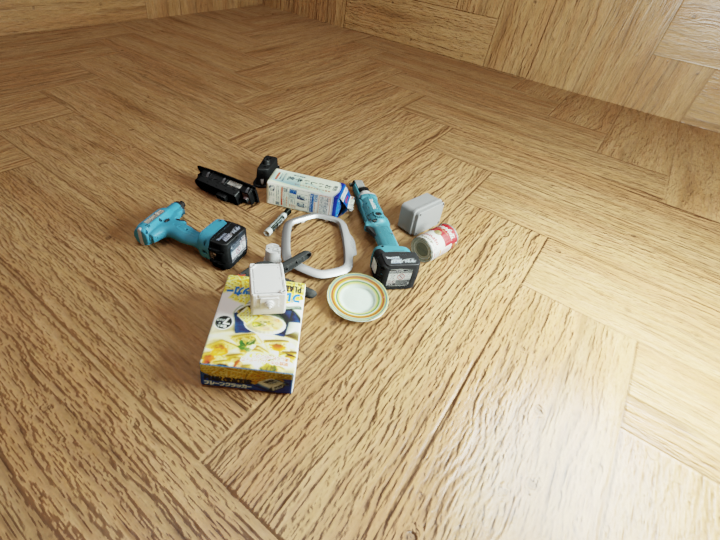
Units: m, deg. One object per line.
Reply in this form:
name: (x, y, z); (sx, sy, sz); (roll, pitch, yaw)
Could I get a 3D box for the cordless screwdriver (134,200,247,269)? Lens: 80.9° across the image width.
cordless screwdriver: (-0.380, -0.096, 0.990); (0.256, 0.072, 0.159); (15, 41, 14)

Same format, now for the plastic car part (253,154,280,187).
plastic car part: (-0.273, -0.298, 1.239); (0.067, 0.069, 0.118); (11, 38, 4)

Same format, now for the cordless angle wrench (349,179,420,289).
cordless angle wrench: (0.039, -0.122, 1.085); (0.096, 0.072, 0.442); (-2, 39, -14)

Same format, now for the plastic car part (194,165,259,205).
plastic car part: (-0.374, -0.224, 1.152); (0.211, 0.064, 0.067); (28, 69, 20)

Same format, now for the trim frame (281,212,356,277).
trim frame: (-0.101, -0.066, 1.029); (0.182, 0.027, 0.258); (0, 40, -7)
